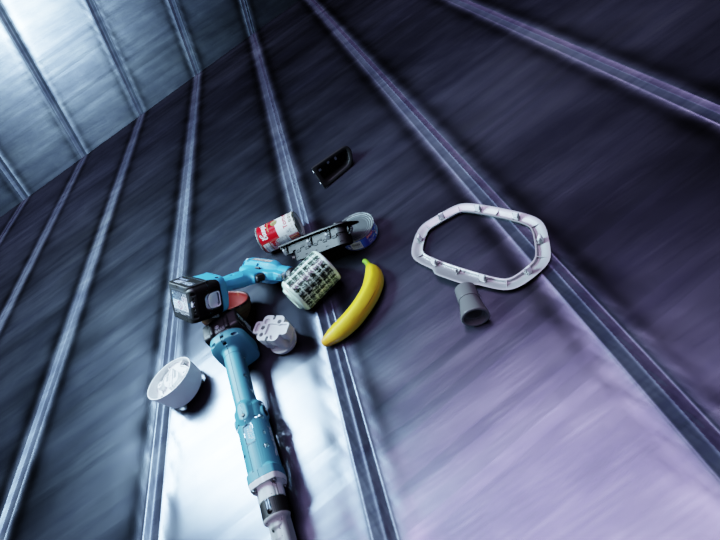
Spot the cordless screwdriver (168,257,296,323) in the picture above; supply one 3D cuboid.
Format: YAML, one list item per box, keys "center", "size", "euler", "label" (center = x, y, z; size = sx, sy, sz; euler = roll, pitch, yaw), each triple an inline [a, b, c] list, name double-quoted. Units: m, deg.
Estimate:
- center: [-0.250, 0.030, 0.866]
  size: [0.167, 0.073, 0.241]
  euler: [6, 20, 35]
  label: "cordless screwdriver"

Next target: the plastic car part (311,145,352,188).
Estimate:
- center: [-0.080, -0.282, 1.127]
  size: [0.116, 0.063, 0.074]
  euler: [-40, 29, -11]
  label: "plastic car part"

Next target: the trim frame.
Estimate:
- center: [0.208, -0.050, 0.761]
  size: [0.263, 0.026, 0.183]
  euler: [23, 68, 41]
  label: "trim frame"

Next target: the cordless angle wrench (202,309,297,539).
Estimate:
- center: [-0.178, 0.246, 0.696]
  size: [0.074, 0.093, 0.446]
  euler: [-31, 46, -2]
  label: "cordless angle wrench"

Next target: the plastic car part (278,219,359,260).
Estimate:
- center: [-0.088, -0.058, 0.900]
  size: [0.209, 0.063, 0.068]
  euler: [-22, 72, 40]
  label: "plastic car part"
